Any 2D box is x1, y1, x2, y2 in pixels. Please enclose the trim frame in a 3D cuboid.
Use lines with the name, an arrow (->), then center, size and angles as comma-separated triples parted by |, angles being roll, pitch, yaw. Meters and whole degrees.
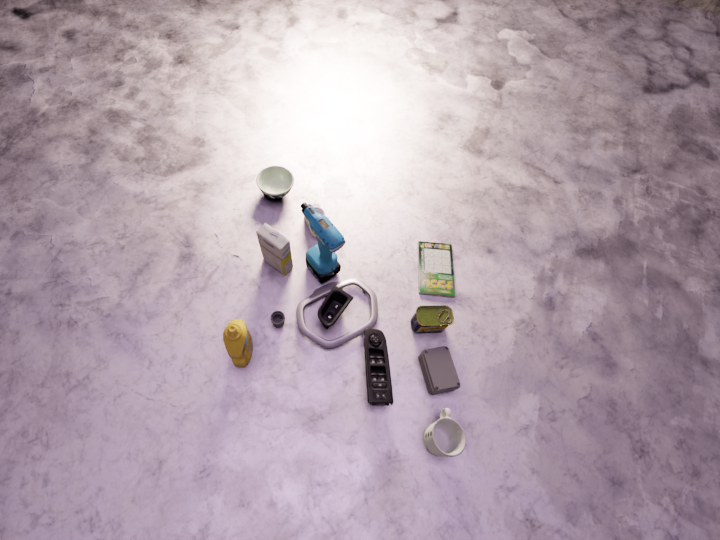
trim frame -> -0.064, 0.116, 1.213 | 0.245, 0.027, 0.191 | -26, 66, -15

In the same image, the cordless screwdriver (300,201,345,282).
cordless screwdriver -> -0.116, -0.076, 1.191 | 0.073, 0.244, 0.165 | -32, 71, -20

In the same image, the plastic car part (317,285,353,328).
plastic car part -> -0.080, 0.113, 1.190 | 0.067, 0.069, 0.116 | 31, 65, 10

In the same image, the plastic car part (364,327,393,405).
plastic car part -> 0.042, 0.254, 1.122 | 0.066, 0.066, 0.209 | -1, 62, -5
